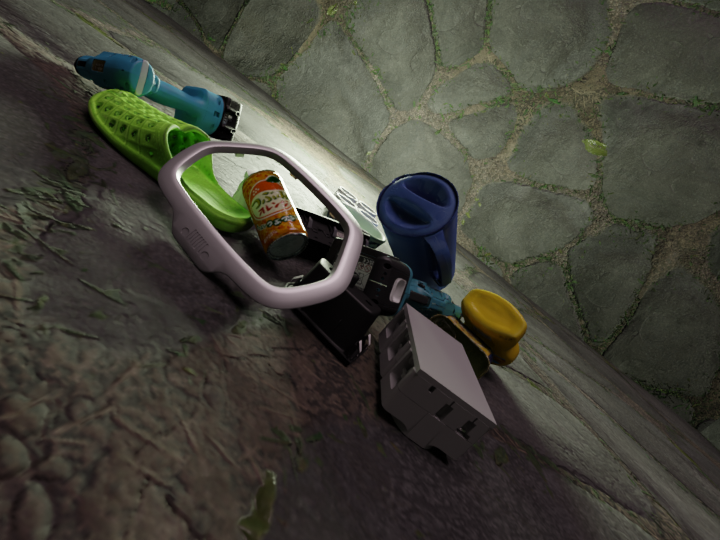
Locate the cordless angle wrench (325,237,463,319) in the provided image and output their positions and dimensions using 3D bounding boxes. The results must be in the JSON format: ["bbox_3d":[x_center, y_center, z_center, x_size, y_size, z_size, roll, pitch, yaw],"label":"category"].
[{"bbox_3d":[0.086,0.042,0.668,0.103,0.074,0.401,19,-1,33],"label":"cordless angle wrench"}]

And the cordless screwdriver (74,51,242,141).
[{"bbox_3d":[-0.327,-0.289,0.702,0.167,0.074,0.238,21,8,25],"label":"cordless screwdriver"}]

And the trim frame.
[{"bbox_3d":[-0.106,-0.062,0.456,0.179,0.027,0.257,-31,69,-37],"label":"trim frame"}]

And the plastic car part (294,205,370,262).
[{"bbox_3d":[-0.061,-0.040,0.628,0.191,0.068,0.069,23,47,-46],"label":"plastic car part"}]

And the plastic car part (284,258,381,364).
[{"bbox_3d":[-0.025,0.033,0.463,0.120,0.071,0.064,45,14,14],"label":"plastic car part"}]
